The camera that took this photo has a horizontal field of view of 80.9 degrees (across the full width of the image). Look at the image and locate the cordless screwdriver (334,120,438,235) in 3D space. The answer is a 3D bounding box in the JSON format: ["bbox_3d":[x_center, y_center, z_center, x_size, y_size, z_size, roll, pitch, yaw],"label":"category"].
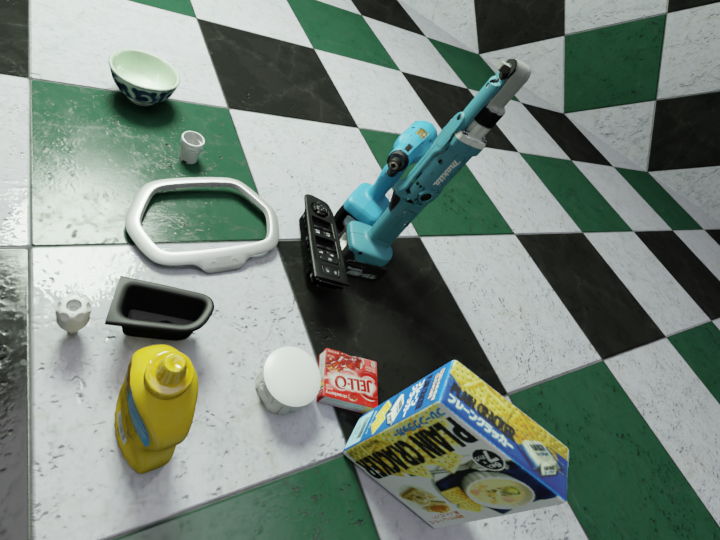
[{"bbox_3d":[0.032,-0.144,0.749,0.074,0.250,0.158,40,43,-2],"label":"cordless screwdriver"}]

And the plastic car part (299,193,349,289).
[{"bbox_3d":[-0.072,-0.047,0.734,0.064,0.067,0.210,11,49,-26],"label":"plastic car part"}]

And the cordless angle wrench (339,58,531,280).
[{"bbox_3d":[0.092,-0.129,0.646,0.094,0.425,0.077,16,49,-25],"label":"cordless angle wrench"}]

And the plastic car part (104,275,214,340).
[{"bbox_3d":[-0.250,0.060,0.530,0.112,0.071,0.068,15,49,-22],"label":"plastic car part"}]

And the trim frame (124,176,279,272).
[{"bbox_3d":[-0.247,-0.080,0.684,0.238,0.027,0.191,-11,60,-37],"label":"trim frame"}]
